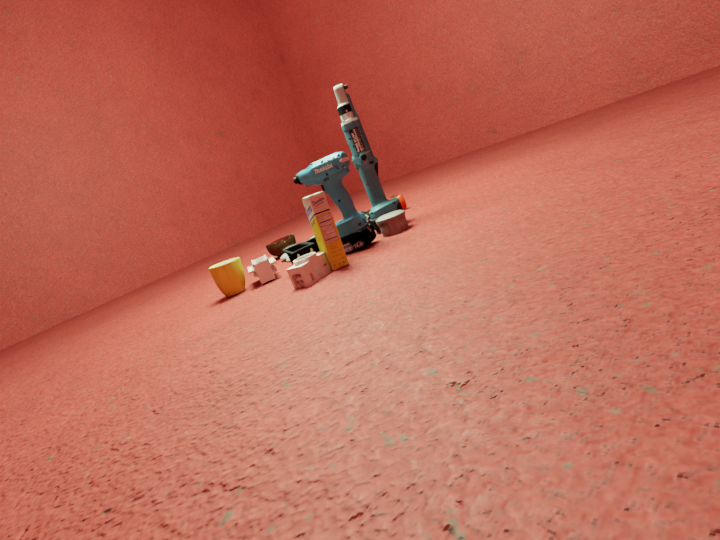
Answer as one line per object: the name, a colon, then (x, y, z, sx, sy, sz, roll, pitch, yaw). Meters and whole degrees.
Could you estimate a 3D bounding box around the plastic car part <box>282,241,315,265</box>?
plastic car part: (-0.152, -0.031, 1.075, 0.065, 0.070, 0.121, -26, 12, -21)

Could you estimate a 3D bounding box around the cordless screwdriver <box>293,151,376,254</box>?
cordless screwdriver: (-0.068, -0.164, 1.085, 0.164, 0.245, 0.073, -17, 9, 30)

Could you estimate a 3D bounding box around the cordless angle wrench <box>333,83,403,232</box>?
cordless angle wrench: (0.011, -0.315, 1.186, 0.098, 0.418, 0.075, -21, 8, 3)

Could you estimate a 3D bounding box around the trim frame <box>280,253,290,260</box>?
trim frame: (-0.162, -0.077, 1.382, 0.259, 0.027, 0.179, -8, 19, 48)

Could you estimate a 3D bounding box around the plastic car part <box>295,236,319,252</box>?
plastic car part: (-0.120, -0.079, 1.229, 0.205, 0.066, 0.066, -20, 10, 10)
